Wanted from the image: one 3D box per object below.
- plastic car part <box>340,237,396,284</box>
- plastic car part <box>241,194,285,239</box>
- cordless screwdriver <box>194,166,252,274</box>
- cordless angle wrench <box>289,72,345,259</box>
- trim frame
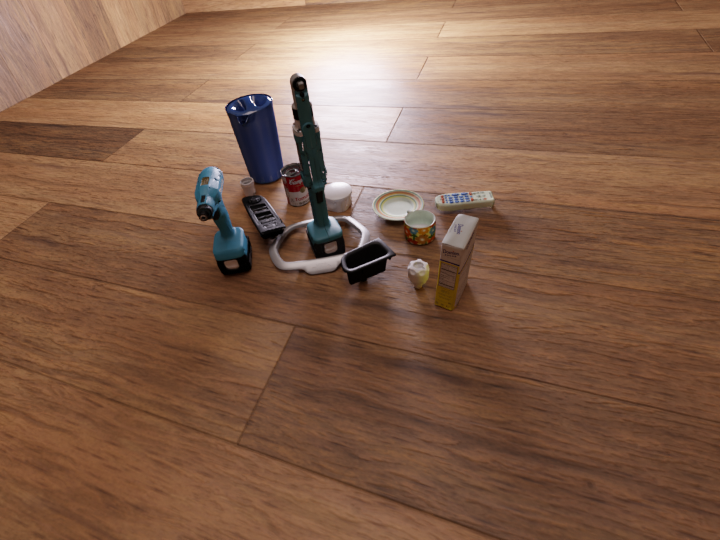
[{"bbox_3d":[0.010,-0.010,0.915,0.115,0.068,0.070,-26,46,-17],"label":"plastic car part"},{"bbox_3d":[-0.253,-0.136,1.099,0.065,0.064,0.214,-24,45,-15],"label":"plastic car part"},{"bbox_3d":[-0.305,-0.087,0.933,0.074,0.239,0.165,-9,44,-3],"label":"cordless screwdriver"},{"bbox_3d":[-0.097,-0.201,0.888,0.073,0.407,0.103,-17,44,-11],"label":"cordless angle wrench"},{"bbox_3d":[-0.100,-0.065,1.024,0.249,0.026,0.191,-9,44,1],"label":"trim frame"}]
